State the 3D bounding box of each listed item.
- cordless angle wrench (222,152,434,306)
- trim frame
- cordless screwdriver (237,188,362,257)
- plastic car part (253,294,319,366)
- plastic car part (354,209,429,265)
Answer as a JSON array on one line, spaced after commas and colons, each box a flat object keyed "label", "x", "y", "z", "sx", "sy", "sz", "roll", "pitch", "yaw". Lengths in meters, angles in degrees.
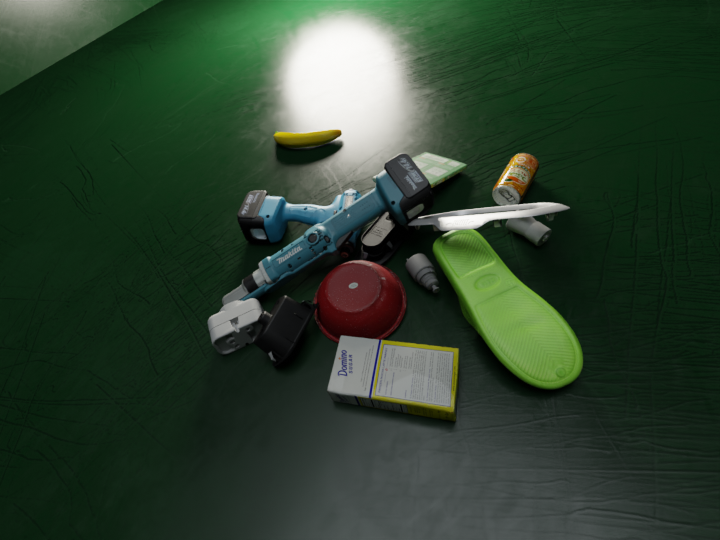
[{"label": "cordless angle wrench", "x": -0.074, "y": -0.048, "z": 0.752, "sx": 0.425, "sy": 0.071, "sz": 0.102, "roll": -32, "pitch": 66, "yaw": 7}, {"label": "trim frame", "x": 0.197, "y": -0.086, "z": 0.684, "sx": 0.261, "sy": 0.027, "sz": 0.177, "roll": 2, "pitch": 13, "yaw": 40}, {"label": "cordless screwdriver", "x": -0.122, "y": -0.092, "z": 0.851, "sx": 0.254, "sy": 0.071, "sz": 0.163, "roll": 0, "pitch": 51, "yaw": 11}, {"label": "plastic car part", "x": -0.131, "y": 0.088, "z": 0.689, "sx": 0.067, "sy": 0.069, "sz": 0.116, "roll": -30, "pitch": 25, "yaw": 56}, {"label": "plastic car part", "x": 0.062, "y": -0.088, "z": 0.804, "sx": 0.069, "sy": 0.064, "sz": 0.202, "roll": 27, "pitch": 65, "yaw": 24}]
